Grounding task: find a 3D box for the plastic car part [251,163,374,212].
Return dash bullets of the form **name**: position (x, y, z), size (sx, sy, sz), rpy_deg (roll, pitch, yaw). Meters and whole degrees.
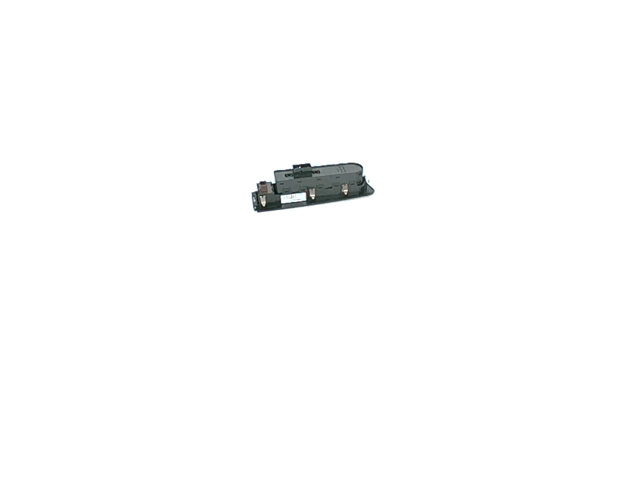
- **plastic car part**: position (-0.011, -0.095, 0.703), size (0.202, 0.067, 0.066), rpy_deg (-5, 27, -12)
